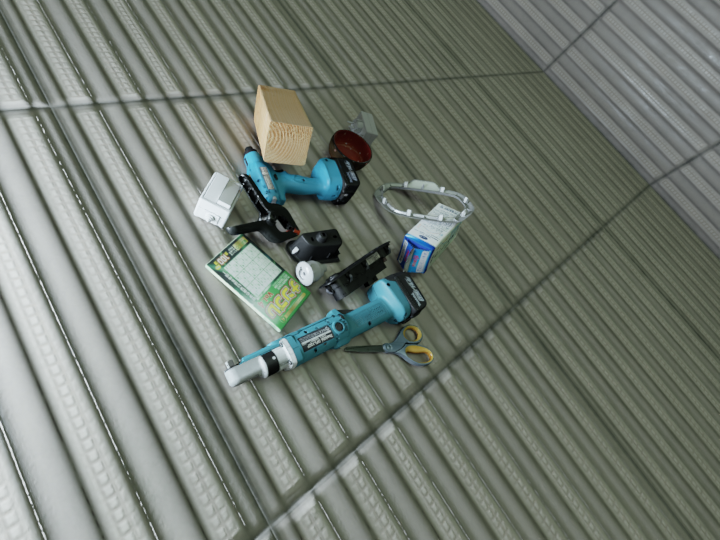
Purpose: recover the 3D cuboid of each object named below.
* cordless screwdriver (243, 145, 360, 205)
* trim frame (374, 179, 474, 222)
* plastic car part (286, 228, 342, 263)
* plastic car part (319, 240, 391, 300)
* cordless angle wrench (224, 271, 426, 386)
[{"bbox_3d":[-0.134,-0.214,0.944,0.239,0.074,0.165,-11,64,-32],"label":"cordless screwdriver"},{"bbox_3d":[0.158,-0.177,1.058,0.252,0.027,0.187,8,37,7],"label":"trim frame"},{"bbox_3d":[-0.084,-0.055,0.861,0.111,0.072,0.068,-7,64,-39],"label":"plastic car part"},{"bbox_3d":[-0.005,0.007,0.874,0.197,0.068,0.067,-29,96,-42],"label":"plastic car part"},{"bbox_3d":[-0.050,0.109,0.768,0.409,0.075,0.101,-21,73,-37],"label":"cordless angle wrench"}]
